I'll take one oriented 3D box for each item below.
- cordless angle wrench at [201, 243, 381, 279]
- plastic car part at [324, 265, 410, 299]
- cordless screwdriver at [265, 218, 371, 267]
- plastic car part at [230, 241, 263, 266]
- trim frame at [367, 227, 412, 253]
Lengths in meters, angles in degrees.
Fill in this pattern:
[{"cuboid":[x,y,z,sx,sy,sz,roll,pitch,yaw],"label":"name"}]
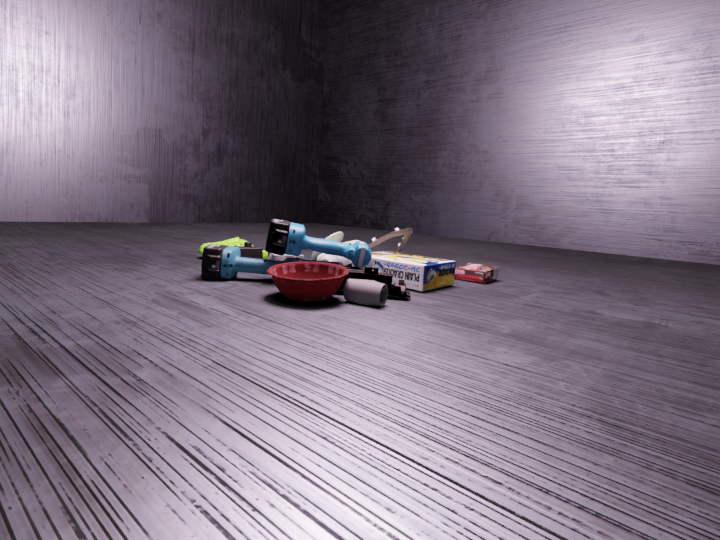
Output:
[{"cuboid":[-0.157,-0.004,1.004,0.422,0.074,0.099,5,8,-2],"label":"cordless angle wrench"},{"cuboid":[0.004,0.024,0.909,0.206,0.066,0.066,2,14,8],"label":"plastic car part"},{"cuboid":[-0.100,-0.065,1.021,0.248,0.074,0.160,12,10,-2],"label":"cordless screwdriver"},{"cuboid":[-0.325,-0.045,1.191,0.112,0.070,0.069,-4,11,-29],"label":"plastic car part"},{"cuboid":[0.064,-0.063,1.212,0.182,0.028,0.244,-20,-16,-10],"label":"trim frame"}]
